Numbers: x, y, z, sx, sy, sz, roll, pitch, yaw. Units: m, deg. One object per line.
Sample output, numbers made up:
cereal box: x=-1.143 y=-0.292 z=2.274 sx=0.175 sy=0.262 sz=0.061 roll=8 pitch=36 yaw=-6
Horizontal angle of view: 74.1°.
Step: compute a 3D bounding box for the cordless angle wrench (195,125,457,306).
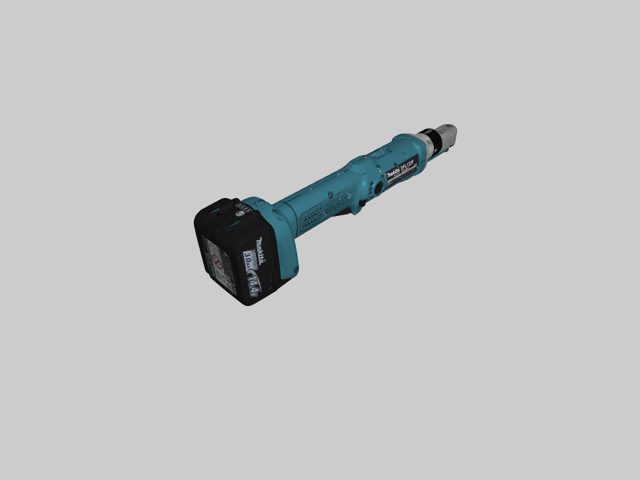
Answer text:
cordless angle wrench: x=0.050 y=-0.071 z=0.525 sx=0.074 sy=0.098 sz=0.421 roll=30 pitch=48 yaw=35
